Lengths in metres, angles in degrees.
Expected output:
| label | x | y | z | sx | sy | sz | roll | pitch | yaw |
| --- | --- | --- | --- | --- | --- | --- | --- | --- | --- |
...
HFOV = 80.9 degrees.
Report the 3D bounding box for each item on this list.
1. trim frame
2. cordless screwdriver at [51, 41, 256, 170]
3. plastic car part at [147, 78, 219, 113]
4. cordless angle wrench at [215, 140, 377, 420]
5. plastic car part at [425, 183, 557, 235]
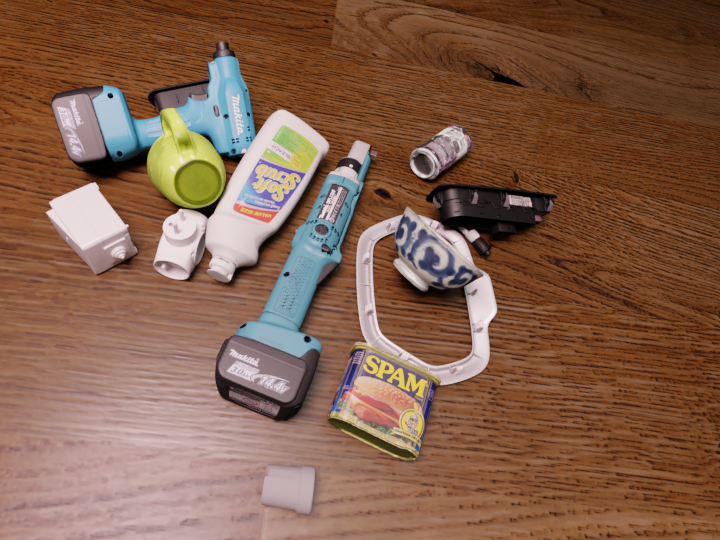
| label | x | y | z | sx | sy | sz | roll | pitch | yaw |
| --- | --- | --- | --- | --- | --- | --- | --- | --- | --- |
| trim frame | 0.085 | 0.023 | 0.556 | 0.181 | 0.027 | 0.256 | 5 | 55 | -9 |
| cordless screwdriver | -0.273 | -0.224 | 0.576 | 0.242 | 0.077 | 0.157 | -13 | 100 | -20 |
| plastic car part | -0.253 | -0.242 | 0.644 | 0.114 | 0.066 | 0.072 | -21 | 80 | -19 |
| cordless angle wrench | -0.053 | -0.035 | 0.542 | 0.098 | 0.073 | 0.428 | 19 | 54 | -1 |
| plastic car part | 0.186 | -0.085 | 0.610 | 0.196 | 0.068 | 0.068 | 7 | 78 | -20 |
